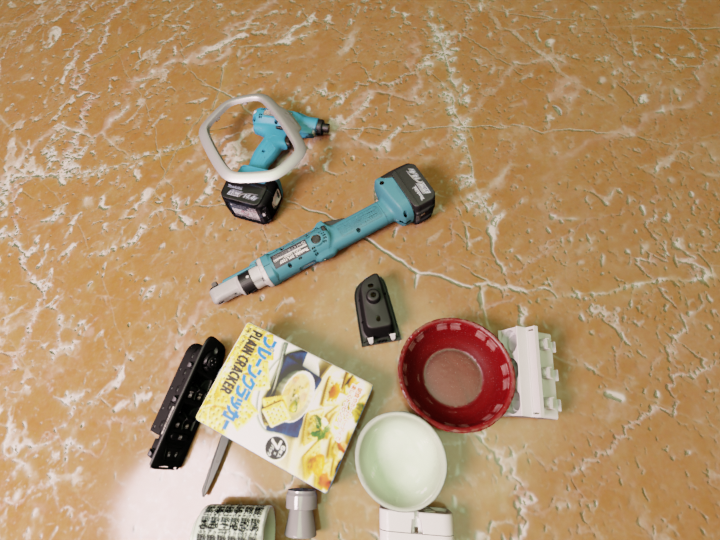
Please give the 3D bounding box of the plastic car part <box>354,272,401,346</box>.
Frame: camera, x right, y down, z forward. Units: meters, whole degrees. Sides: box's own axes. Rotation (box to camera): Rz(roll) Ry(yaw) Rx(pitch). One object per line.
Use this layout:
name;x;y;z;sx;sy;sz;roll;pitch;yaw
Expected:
plastic car part;0.023;0.056;0.685;0.066;0.069;0.120;-11;70;0

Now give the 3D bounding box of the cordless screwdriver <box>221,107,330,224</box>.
cordless screwdriver;-0.162;-0.212;0.825;0.163;0.072;0.252;10;65;11

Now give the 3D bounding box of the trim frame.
trim frame;-0.206;-0.255;0.805;0.183;0.026;0.260;-30;59;-9

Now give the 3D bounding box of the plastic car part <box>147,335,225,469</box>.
plastic car part;-0.279;0.203;0.678;0.070;0.062;0.204;8;68;37

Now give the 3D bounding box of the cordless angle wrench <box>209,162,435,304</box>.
cordless angle wrench;-0.073;-0.048;0.745;0.422;0.072;0.102;-28;68;-1
